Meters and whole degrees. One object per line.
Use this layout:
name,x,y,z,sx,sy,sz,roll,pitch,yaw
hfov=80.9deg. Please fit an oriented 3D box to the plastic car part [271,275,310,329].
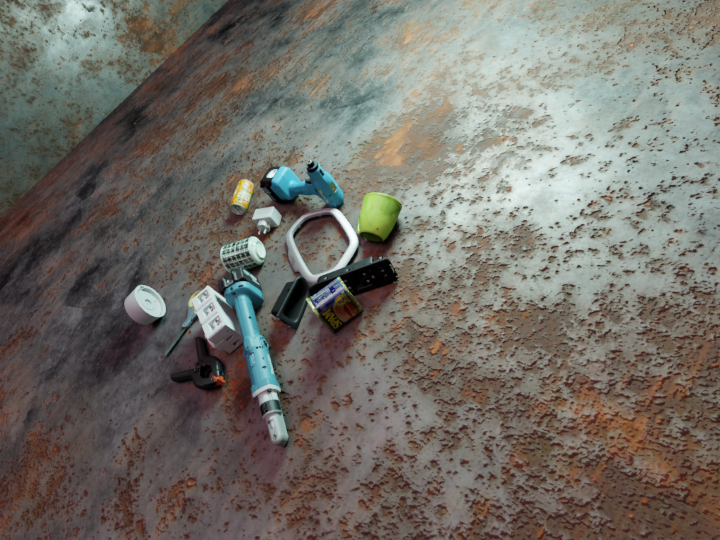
plastic car part,-0.170,0.073,0.996,0.074,0.062,0.118,-10,49,41

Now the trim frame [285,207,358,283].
trim frame,-0.105,-0.069,1.078,0.184,0.026,0.262,-35,49,2

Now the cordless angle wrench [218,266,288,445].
cordless angle wrench,-0.231,0.175,0.936,0.075,0.092,0.444,-34,50,8

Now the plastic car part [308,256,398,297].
plastic car part,-0.024,0.016,0.946,0.206,0.063,0.069,-23,39,14

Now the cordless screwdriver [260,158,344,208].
cordless screwdriver,-0.175,-0.246,1.160,0.262,0.150,0.074,13,64,38
